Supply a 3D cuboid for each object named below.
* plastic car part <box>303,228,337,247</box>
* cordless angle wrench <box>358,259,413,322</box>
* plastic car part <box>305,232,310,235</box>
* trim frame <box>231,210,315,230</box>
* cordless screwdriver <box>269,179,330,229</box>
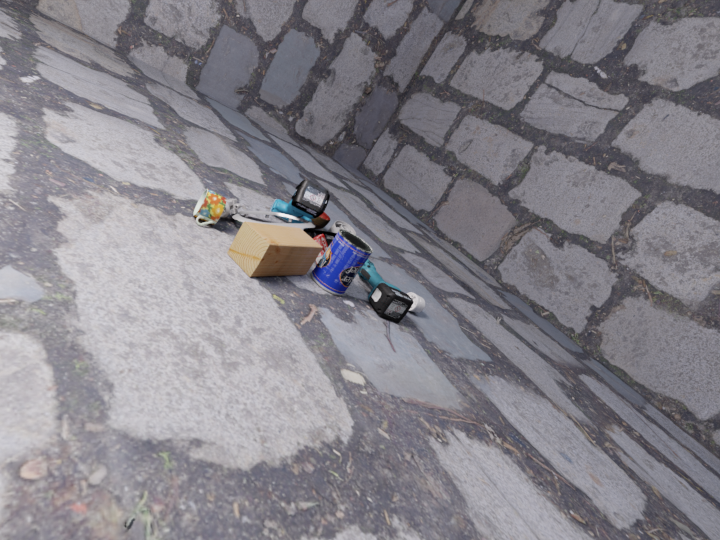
[{"bbox_3d":[-0.125,-0.082,1.275,0.192,0.067,0.069,11,53,-52],"label":"plastic car part"},{"bbox_3d":[0.017,-0.002,1.286,0.093,0.074,0.444,23,17,-32],"label":"cordless angle wrench"},{"bbox_3d":[-0.203,-0.082,1.143,0.075,0.065,0.111,26,15,32],"label":"plastic car part"},{"bbox_3d":[-0.239,-0.135,1.162,0.195,0.027,0.237,22,16,39],"label":"trim frame"},{"bbox_3d":[-0.166,-0.183,1.276,0.153,0.075,0.257,28,-17,-22],"label":"cordless screwdriver"}]
